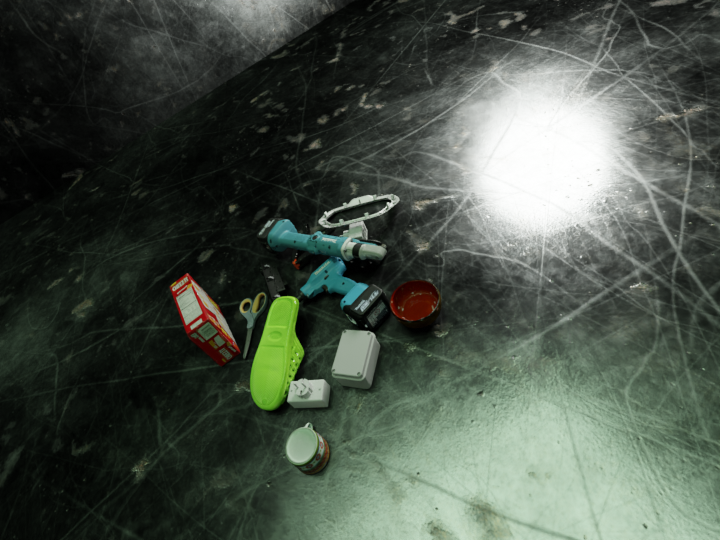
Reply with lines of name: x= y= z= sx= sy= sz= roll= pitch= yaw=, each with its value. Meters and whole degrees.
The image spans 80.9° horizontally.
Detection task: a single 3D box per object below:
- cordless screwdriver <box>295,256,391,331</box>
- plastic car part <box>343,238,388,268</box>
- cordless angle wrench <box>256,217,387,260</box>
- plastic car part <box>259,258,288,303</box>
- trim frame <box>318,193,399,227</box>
cordless screwdriver: x=-0.051 y=0.066 z=1.056 sx=0.158 sy=0.070 sz=0.263 roll=-43 pitch=42 yaw=-11
plastic car part: x=0.007 y=-0.041 z=1.127 sx=0.122 sy=0.062 sz=0.071 roll=6 pitch=65 yaw=30
cordless angle wrench: x=-0.112 y=-0.073 z=1.149 sx=0.446 sy=0.070 sz=0.098 roll=12 pitch=58 yaw=40
plastic car part: x=-0.246 y=0.032 z=1.197 sx=0.066 sy=0.063 sz=0.214 roll=-26 pitch=43 yaw=-10
trim frame: x=-0.009 y=-0.179 z=1.244 sx=0.254 sy=0.027 sz=0.186 roll=-14 pitch=25 yaw=18
